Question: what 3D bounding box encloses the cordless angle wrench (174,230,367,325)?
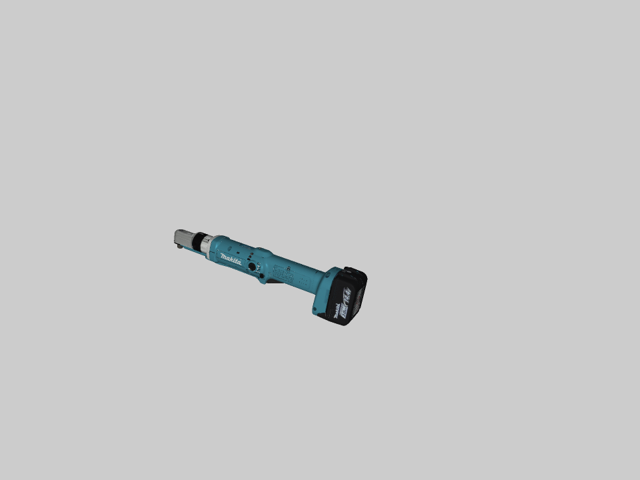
[{"bbox_3d":[-0.120,0.048,0.842,0.423,0.098,0.074,18,20,19],"label":"cordless angle wrench"}]
